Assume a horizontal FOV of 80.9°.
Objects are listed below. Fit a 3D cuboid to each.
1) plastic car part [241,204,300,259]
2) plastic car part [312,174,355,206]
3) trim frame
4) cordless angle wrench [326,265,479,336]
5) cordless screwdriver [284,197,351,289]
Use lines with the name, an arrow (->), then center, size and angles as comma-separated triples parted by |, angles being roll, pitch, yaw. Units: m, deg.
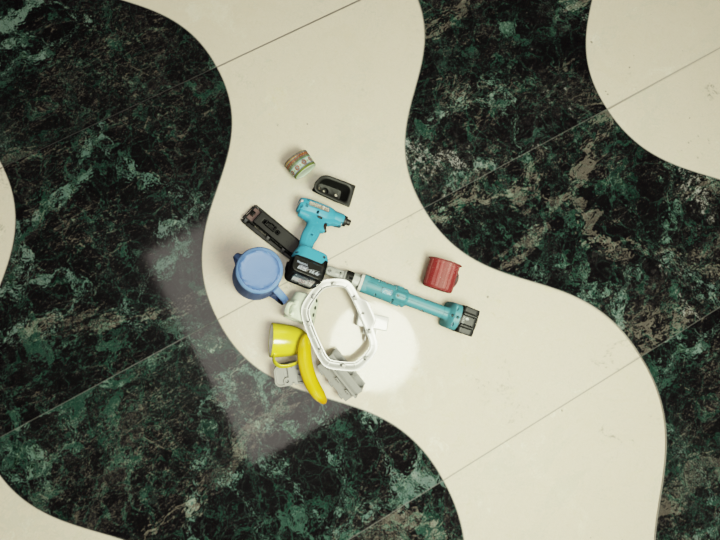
plastic car part -> -0.235, -0.106, 1.175 | 0.203, 0.067, 0.066 | 41, 67, -1
plastic car part -> -0.085, -0.225, 1.192 | 0.113, 0.073, 0.066 | 19, 81, -18
trim frame -> -0.050, 0.140, 1.101 | 0.180, 0.028, 0.251 | -22, 82, -20
cordless angle wrench -> 0.102, 0.069, 1.153 | 0.426, 0.097, 0.074 | 20, 86, 3
cordless screwdriver -> -0.111, -0.073, 1.134 | 0.155, 0.075, 0.254 | 17, 58, -16
